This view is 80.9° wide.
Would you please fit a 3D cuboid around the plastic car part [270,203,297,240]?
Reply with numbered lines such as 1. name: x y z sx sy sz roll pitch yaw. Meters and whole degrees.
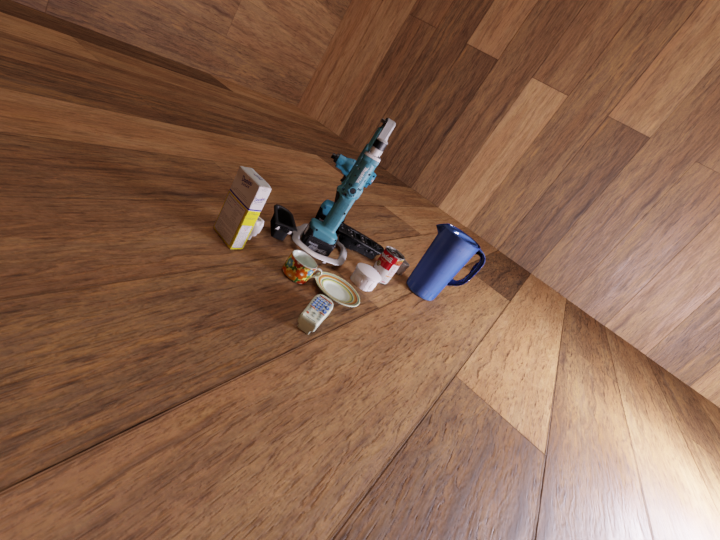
1. plastic car part: -0.224 -0.125 1.171 0.063 0.071 0.122 22 24 -27

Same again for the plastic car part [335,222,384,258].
1. plastic car part: -0.008 -0.091 1.391 0.195 0.067 0.069 23 23 -21

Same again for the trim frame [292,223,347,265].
1. trim frame: -0.124 -0.081 1.269 0.183 0.027 0.250 30 21 -5

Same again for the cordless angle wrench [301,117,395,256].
1. cordless angle wrench: -0.027 -0.230 1.182 0.095 0.423 0.076 28 22 -16

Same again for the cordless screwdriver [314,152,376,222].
1. cordless screwdriver: -0.078 -0.261 1.418 0.158 0.248 0.075 32 21 -3
